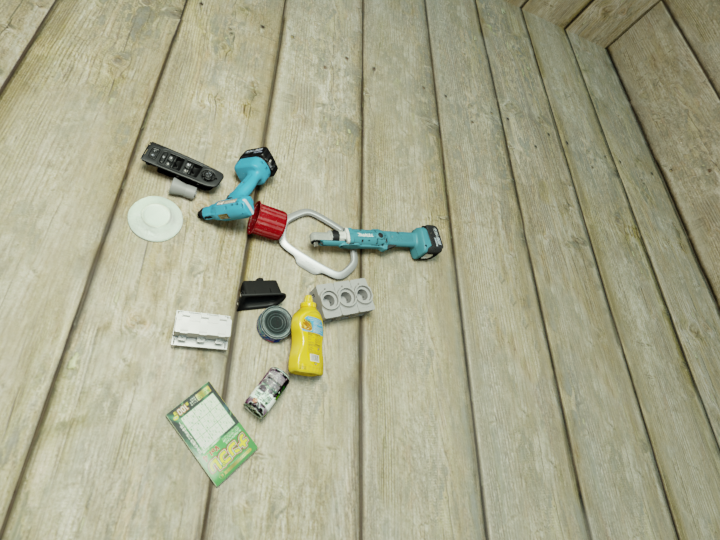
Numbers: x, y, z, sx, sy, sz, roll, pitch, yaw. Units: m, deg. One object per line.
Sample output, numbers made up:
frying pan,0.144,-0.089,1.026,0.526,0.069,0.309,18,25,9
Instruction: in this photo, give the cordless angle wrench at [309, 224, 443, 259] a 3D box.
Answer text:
cordless angle wrench,0.047,-0.088,1.221,0.406,0.075,0.101,1,65,-27

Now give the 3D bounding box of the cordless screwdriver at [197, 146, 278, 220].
cordless screwdriver,-0.326,-0.224,1.128,0.165,0.071,0.253,-6,46,23

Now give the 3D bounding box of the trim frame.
trim frame,-0.116,-0.076,1.188,0.244,0.028,0.185,30,55,-8

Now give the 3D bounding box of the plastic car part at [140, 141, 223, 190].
plastic car part,-0.463,-0.259,1.106,0.199,0.067,0.068,19,52,-10

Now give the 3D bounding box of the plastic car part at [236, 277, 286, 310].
plastic car part,-0.250,0.051,1.045,0.112,0.066,0.074,-5,54,-31
